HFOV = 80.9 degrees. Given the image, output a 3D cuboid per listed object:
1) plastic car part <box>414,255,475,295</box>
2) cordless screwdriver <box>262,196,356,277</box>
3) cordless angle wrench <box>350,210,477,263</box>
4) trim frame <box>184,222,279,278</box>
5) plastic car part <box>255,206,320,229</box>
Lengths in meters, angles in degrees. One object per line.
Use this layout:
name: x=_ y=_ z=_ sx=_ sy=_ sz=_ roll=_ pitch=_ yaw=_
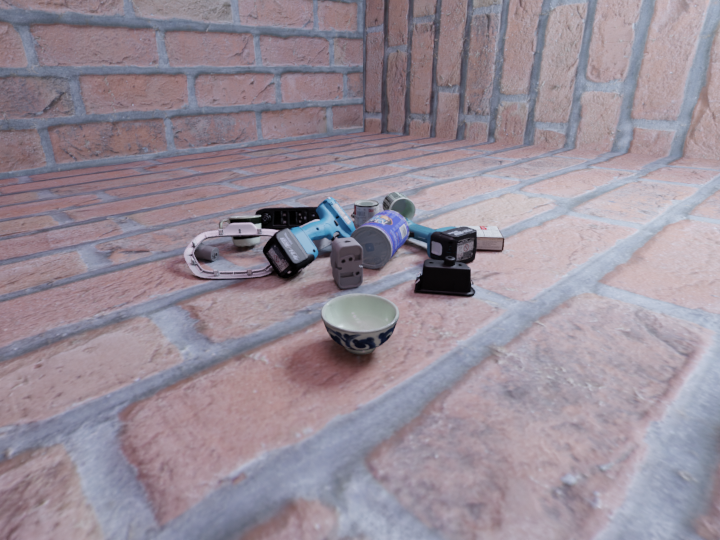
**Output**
plastic car part: x=0.169 y=0.006 z=0.845 sx=0.120 sy=0.069 sz=0.066 roll=2 pitch=24 yaw=15
cordless screwdriver: x=-0.096 y=-0.063 z=0.986 sx=0.244 sy=0.160 sz=0.075 roll=-39 pitch=-1 yaw=-43
cordless angle wrench: x=0.113 y=-0.112 z=1.123 sx=0.095 sy=0.073 sz=0.447 roll=-15 pitch=25 yaw=-31
trim frame: x=-0.292 y=-0.050 z=1.000 sx=0.249 sy=0.026 sz=0.190 roll=-3 pitch=42 yaw=0
plastic car part: x=-0.216 y=-0.158 z=1.262 sx=0.204 sy=0.065 sz=0.068 roll=-1 pitch=13 yaw=2
